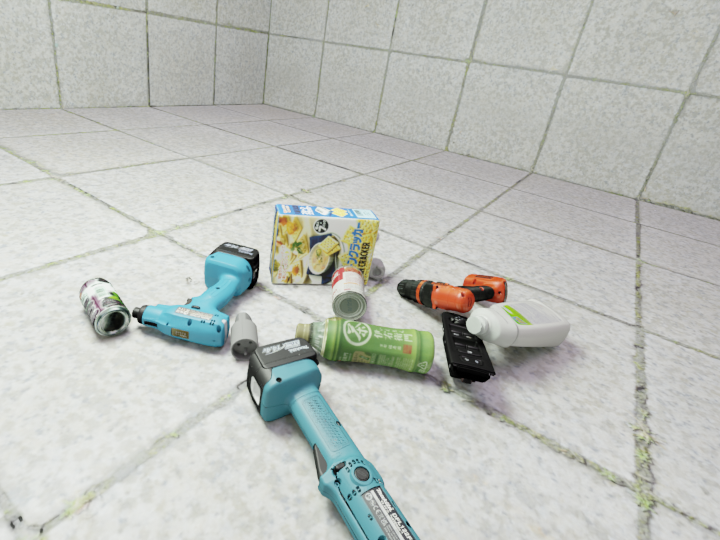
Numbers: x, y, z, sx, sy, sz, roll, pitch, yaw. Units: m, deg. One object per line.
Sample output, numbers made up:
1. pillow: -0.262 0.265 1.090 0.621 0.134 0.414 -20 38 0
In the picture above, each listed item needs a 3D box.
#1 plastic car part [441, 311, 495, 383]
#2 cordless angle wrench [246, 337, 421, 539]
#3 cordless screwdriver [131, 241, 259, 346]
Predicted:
1. plastic car part: 0.173 0.133 0.719 0.067 0.066 0.204 5 22 4
2. cordless angle wrench: -0.006 0.239 0.463 0.094 0.073 0.448 -9 34 -33
3. cordless screwdriver: -0.285 0.034 0.773 0.160 0.073 0.252 10 31 2
